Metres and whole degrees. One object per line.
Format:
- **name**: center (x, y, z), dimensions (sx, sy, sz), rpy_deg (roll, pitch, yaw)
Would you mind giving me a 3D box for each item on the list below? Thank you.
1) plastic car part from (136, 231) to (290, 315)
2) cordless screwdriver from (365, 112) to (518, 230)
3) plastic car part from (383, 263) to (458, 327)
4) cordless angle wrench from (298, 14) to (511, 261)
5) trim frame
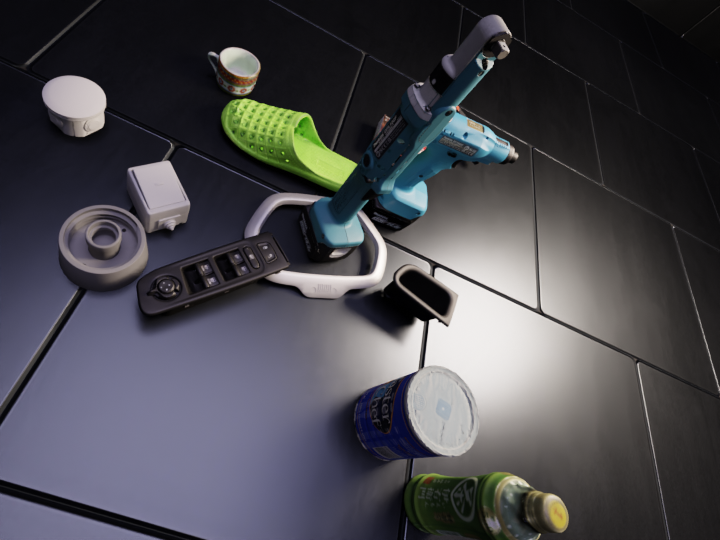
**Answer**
- **plastic car part**: center (-0.203, 0.009, 0.579), dimensions (0.197, 0.067, 0.068), rpy_deg (-21, 76, -33)
- **cordless screwdriver**: center (0.120, -0.155, 0.709), dimensions (0.154, 0.251, 0.076), rpy_deg (19, 59, -19)
- **plastic car part**: center (0.089, 0.042, 0.694), dimensions (0.115, 0.071, 0.066), rpy_deg (34, 54, -6)
- **cordless angle wrench**: center (0.030, -0.139, 0.549), dimensions (0.071, 0.427, 0.101), rpy_deg (-5, 69, -31)
- **trim frame**: center (-0.068, -0.045, 0.697), dimensions (0.239, 0.028, 0.190), rpy_deg (4, 61, -23)
